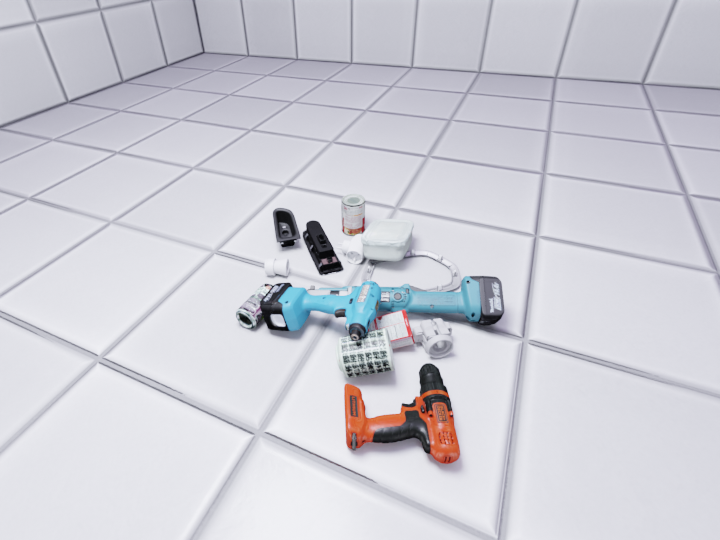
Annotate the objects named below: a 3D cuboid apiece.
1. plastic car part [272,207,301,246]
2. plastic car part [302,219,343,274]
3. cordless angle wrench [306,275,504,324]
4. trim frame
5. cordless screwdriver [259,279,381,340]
[{"bbox_3d":[-0.210,-0.112,1.182,0.065,0.069,0.121,-10,55,-12],"label":"plastic car part"},{"bbox_3d":[-0.111,-0.073,1.139,0.065,0.064,0.213,-19,39,-11],"label":"plastic car part"},{"bbox_3d":[0.085,0.064,0.938,0.431,0.071,0.100,0,67,11],"label":"cordless angle wrench"},{"bbox_3d":[0.123,0.008,1.046,0.245,0.027,0.192,-8,40,-9],"label":"trim frame"},{"bbox_3d":[-0.088,0.086,0.871,0.257,0.072,0.160,-4,30,20],"label":"cordless screwdriver"}]
